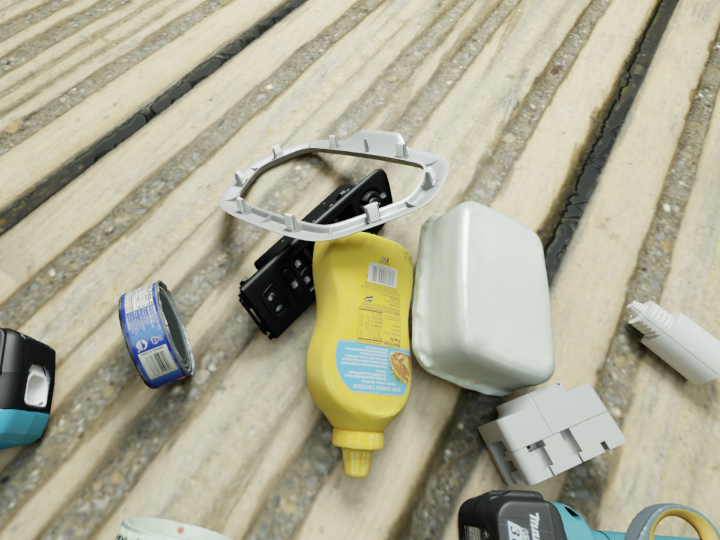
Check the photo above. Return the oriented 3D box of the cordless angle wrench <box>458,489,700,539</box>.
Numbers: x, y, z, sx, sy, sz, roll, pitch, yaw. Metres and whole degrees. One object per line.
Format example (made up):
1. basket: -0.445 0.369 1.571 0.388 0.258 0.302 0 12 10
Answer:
1. cordless angle wrench: 0.290 0.224 0.294 0.421 0.073 0.100 6 61 -2

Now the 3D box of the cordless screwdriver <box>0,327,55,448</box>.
1. cordless screwdriver: -0.271 0.169 0.297 0.158 0.073 0.256 -4 65 -6

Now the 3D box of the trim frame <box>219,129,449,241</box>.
1. trim frame: -0.037 -0.095 0.423 0.263 0.026 0.181 20 49 42

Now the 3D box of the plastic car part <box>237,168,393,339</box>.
1. plastic car part: -0.042 -0.027 0.426 0.201 0.063 0.070 -44 30 -21
